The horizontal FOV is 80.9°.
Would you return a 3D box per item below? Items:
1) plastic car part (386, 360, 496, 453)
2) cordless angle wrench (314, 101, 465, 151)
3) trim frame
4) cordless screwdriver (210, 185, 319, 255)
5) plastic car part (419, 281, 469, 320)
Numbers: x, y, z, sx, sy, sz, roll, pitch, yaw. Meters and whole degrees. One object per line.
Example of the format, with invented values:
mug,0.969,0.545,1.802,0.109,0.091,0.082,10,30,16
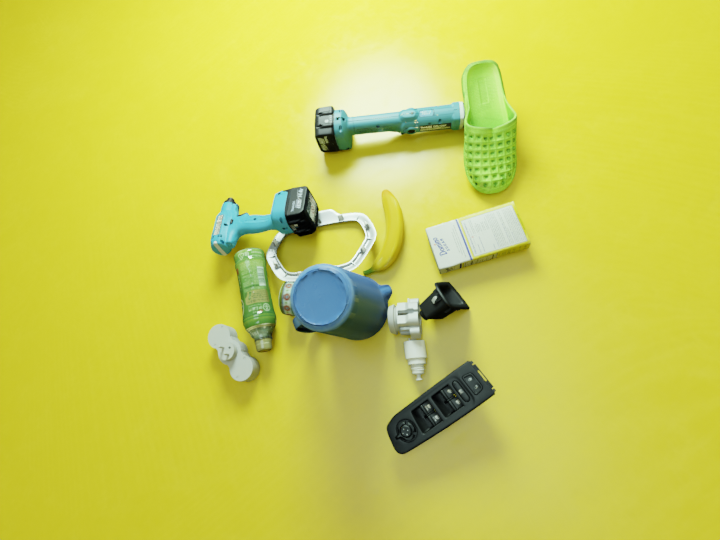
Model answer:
plastic car part,0.134,0.242,0.746,0.203,0.065,0.068,-38,75,5
cordless angle wrench,0.111,-0.332,0.942,0.431,0.094,0.075,-2,76,12
trim frame,-0.089,-0.058,0.911,0.254,0.026,0.189,-11,48,15
cordless screwdriver,-0.222,-0.131,0.965,0.254,0.070,0.164,-13,51,16
plastic car part,0.145,0.065,0.789,0.071,0.111,0.069,-46,67,22
